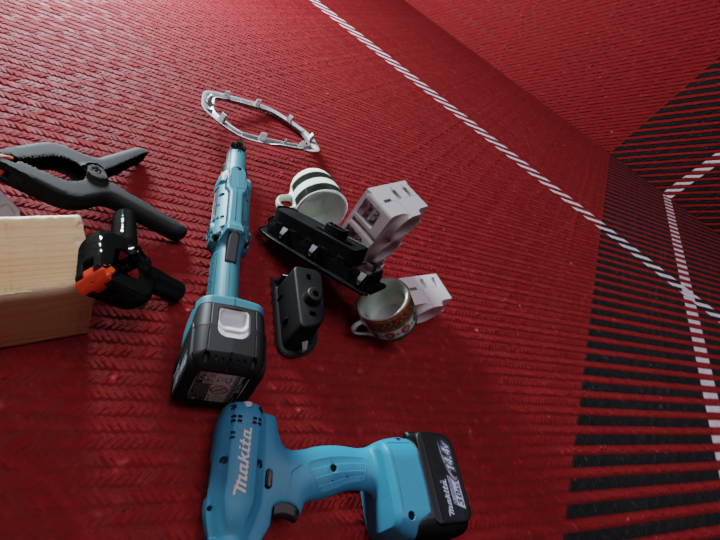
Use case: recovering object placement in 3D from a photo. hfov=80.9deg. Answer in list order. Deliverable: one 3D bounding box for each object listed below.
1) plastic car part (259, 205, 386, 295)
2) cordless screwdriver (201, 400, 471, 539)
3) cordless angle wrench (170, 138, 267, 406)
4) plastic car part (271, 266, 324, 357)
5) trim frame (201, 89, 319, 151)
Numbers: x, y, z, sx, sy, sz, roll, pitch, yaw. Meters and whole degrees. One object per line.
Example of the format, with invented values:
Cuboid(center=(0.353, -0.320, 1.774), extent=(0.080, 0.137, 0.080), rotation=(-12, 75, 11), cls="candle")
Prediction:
Cuboid(center=(-0.057, -0.037, 0.582), extent=(0.213, 0.066, 0.064), rotation=(26, 27, 27), cls="plastic car part")
Cuboid(center=(-0.021, 0.221, 0.394), extent=(0.241, 0.074, 0.164), rotation=(13, 45, -17), cls="cordless screwdriver")
Cuboid(center=(-0.170, -0.043, 0.548), extent=(0.071, 0.098, 0.440), rotation=(14, 40, -25), cls="cordless angle wrench")
Cuboid(center=(-0.072, 0.042, 0.534), extent=(0.063, 0.071, 0.121), rotation=(12, 43, -25), cls="plastic car part")
Cuboid(center=(-0.176, -0.270, 0.769), extent=(0.237, 0.027, 0.192), rotation=(-5, 47, -52), cls="trim frame")
